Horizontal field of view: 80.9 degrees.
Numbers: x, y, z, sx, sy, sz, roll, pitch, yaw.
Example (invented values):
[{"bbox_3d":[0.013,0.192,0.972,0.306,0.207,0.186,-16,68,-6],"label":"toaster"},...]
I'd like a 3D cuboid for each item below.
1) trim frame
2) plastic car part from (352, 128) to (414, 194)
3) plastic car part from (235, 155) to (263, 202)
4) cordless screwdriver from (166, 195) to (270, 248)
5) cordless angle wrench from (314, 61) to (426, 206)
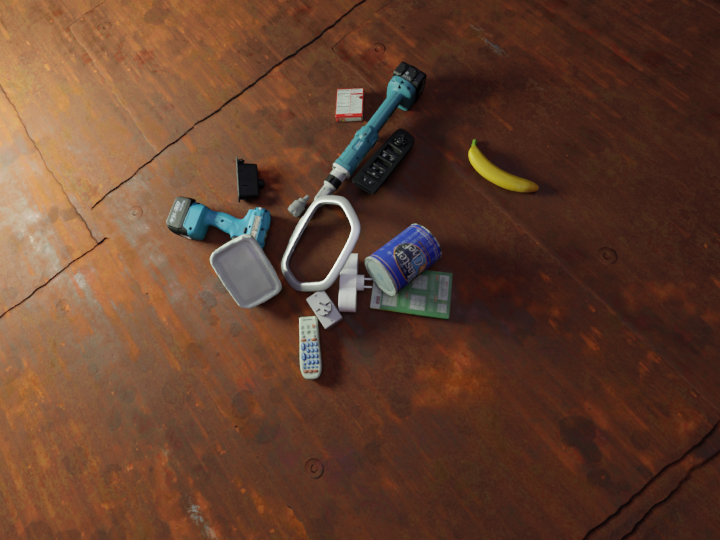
[{"bbox_3d":[-0.098,-0.064,1.007,0.194,0.026,0.248,30,95,32],"label":"trim frame"},{"bbox_3d":[0.065,-0.265,1.053,0.069,0.064,0.202,32,76,20],"label":"plastic car part"},{"bbox_3d":[-0.289,-0.233,1.105,0.070,0.066,0.119,-7,76,-11],"label":"plastic car part"},{"bbox_3d":[-0.360,-0.095,1.066,0.252,0.073,0.160,10,77,7],"label":"cordless screwdriver"},{"bbox_3d":[0.015,-0.334,1.073,0.076,0.096,0.422,35,85,9],"label":"cordless angle wrench"}]
